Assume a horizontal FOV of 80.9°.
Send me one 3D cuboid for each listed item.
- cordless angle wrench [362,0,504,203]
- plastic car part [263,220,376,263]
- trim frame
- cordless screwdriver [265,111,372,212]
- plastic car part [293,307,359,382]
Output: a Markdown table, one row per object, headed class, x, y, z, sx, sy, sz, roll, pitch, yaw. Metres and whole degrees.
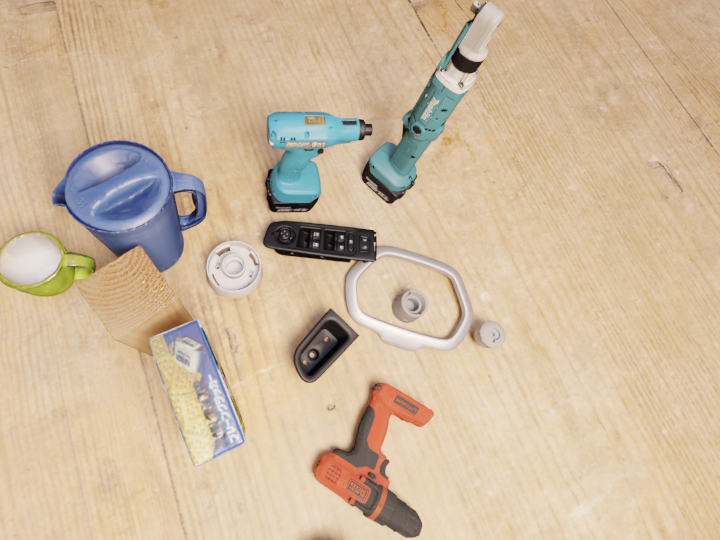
| class | x | y | z | sx | sy | sz | roll | pitch | yaw |
| --- | --- | --- | --- | --- | --- | --- | --- | --- | --- |
| cordless angle wrench | 0.105 | -0.242 | 0.684 | 0.099 | 0.423 | 0.074 | 44 | 68 | 1 |
| plastic car part | -0.076 | -0.049 | 0.773 | 0.200 | 0.067 | 0.067 | 8 | 70 | -8 |
| trim frame | 0.091 | 0.053 | 0.786 | 0.247 | 0.027 | 0.186 | 17 | 68 | -3 |
| cordless screwdriver | -0.084 | -0.182 | 0.723 | 0.156 | 0.249 | 0.076 | -3 | 74 | -15 |
| plastic car part | -0.070 | 0.132 | 0.706 | 0.067 | 0.071 | 0.115 | 43 | 69 | 3 |
